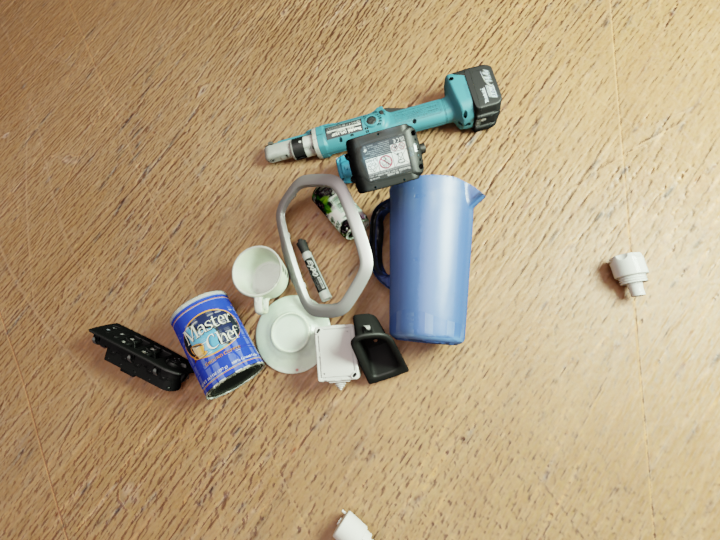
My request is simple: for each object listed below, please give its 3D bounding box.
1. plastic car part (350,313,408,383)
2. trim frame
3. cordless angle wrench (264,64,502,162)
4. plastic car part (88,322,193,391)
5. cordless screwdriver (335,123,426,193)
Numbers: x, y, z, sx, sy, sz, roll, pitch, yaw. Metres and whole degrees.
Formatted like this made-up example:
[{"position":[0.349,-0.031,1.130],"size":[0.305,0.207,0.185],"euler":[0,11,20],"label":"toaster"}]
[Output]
[{"position":[0.020,0.107,0.640],"size":[0.066,0.111,0.074],"euler":[-21,36,4],"label":"plastic car part"},{"position":[-0.068,-0.045,0.696],"size":[0.188,0.026,0.255],"euler":[-31,71,33],"label":"trim frame"},{"position":[0.024,-0.260,0.768],"size":[0.429,0.071,0.100],"euler":[-12,71,11],"label":"cordless angle wrench"},{"position":[-0.378,0.154,0.731],"size":[0.209,0.064,0.067],"euler":[16,88,16],"label":"plastic car part"},{"position":[0.046,-0.175,0.653],"size":[0.159,0.252,0.073],"euler":[-15,103,0],"label":"cordless screwdriver"}]
